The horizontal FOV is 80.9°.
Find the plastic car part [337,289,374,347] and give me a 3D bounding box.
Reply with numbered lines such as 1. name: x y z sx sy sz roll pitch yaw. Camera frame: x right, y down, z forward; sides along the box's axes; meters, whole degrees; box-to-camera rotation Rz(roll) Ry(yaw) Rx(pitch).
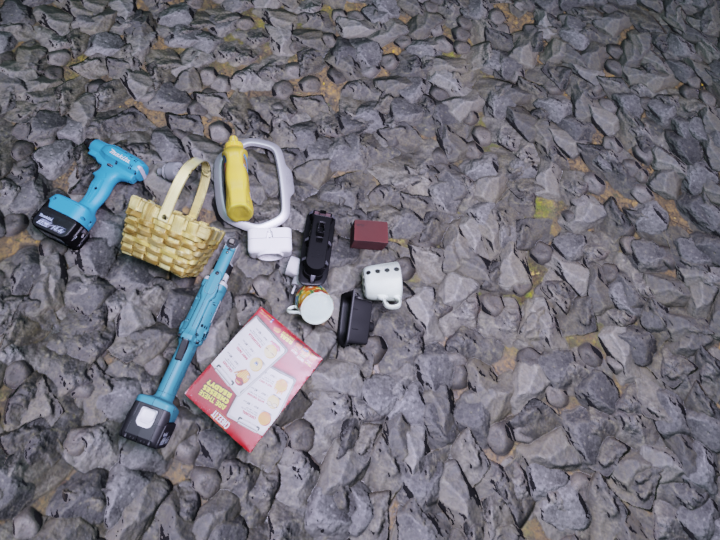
1. plastic car part: -0.006 0.106 0.890 0.069 0.067 0.118 10 73 -20

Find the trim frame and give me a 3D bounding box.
1. trim frame: -0.249 -0.202 0.991 0.182 0.027 0.255 -8 70 -7

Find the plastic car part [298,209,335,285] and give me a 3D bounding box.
1. plastic car part: -0.089 -0.058 0.908 0.065 0.067 0.208 14 55 -13

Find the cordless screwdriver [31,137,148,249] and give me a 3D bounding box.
1. cordless screwdriver: -0.606 -0.179 0.928 0.161 0.073 0.249 28 67 4

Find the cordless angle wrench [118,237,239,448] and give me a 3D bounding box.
1. cordless angle wrench: -0.333 0.121 0.844 0.074 0.097 0.427 18 66 -3
